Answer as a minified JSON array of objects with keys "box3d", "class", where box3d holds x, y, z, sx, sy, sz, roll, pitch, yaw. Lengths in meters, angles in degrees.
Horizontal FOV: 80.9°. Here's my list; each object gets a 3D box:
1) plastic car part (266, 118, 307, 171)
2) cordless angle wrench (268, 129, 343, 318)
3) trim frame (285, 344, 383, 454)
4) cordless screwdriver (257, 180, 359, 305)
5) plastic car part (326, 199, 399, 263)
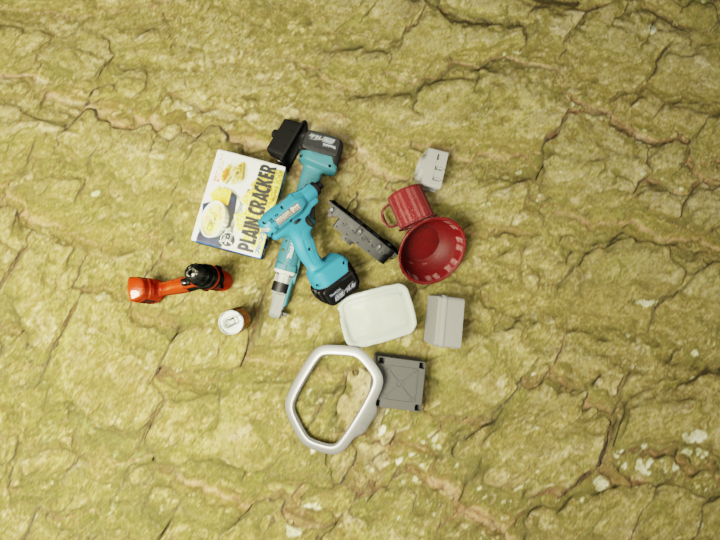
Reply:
[{"box3d":[-0.176,-0.300,0.980,0.073,0.064,0.117,22,80,11],"class":"plastic car part"},{"box3d":[-0.139,-0.099,0.953,0.097,0.075,0.424,16,86,-5],"class":"cordless angle wrench"},{"box3d":[-0.058,0.274,0.908,0.189,0.027,0.248,30,95,14],"class":"trim frame"},{"box3d":[-0.088,-0.058,0.903,0.158,0.077,0.240,-41,110,-17],"class":"cordless screwdriver"},{"box3d":[0.000,-0.081,0.959,0.203,0.066,0.067,34,93,1],"class":"plastic car part"}]
